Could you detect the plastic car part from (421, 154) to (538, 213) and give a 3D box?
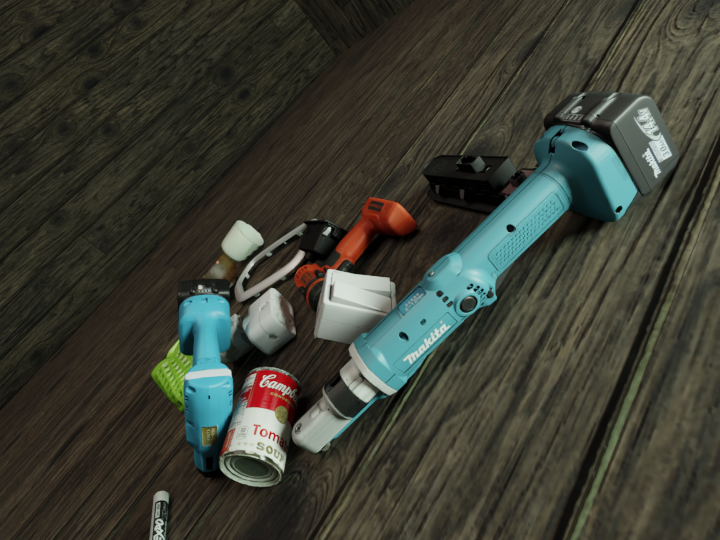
[{"bbox_3d":[0.141,-0.116,0.542,0.066,0.064,0.211,-53,24,-3],"label":"plastic car part"}]

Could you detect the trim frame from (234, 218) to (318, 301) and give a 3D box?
[{"bbox_3d":[-0.174,-0.022,0.876,0.253,0.026,0.188,-32,30,26],"label":"trim frame"}]

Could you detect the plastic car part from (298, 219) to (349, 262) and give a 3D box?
[{"bbox_3d":[-0.073,-0.048,0.744,0.121,0.063,0.071,6,68,61],"label":"plastic car part"}]

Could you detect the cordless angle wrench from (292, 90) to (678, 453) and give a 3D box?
[{"bbox_3d":[0.088,0.019,0.392,0.424,0.094,0.077,-45,27,5],"label":"cordless angle wrench"}]

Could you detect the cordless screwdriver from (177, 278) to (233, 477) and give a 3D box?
[{"bbox_3d":[-0.207,0.128,0.567,0.261,0.072,0.156,-124,38,-55],"label":"cordless screwdriver"}]
